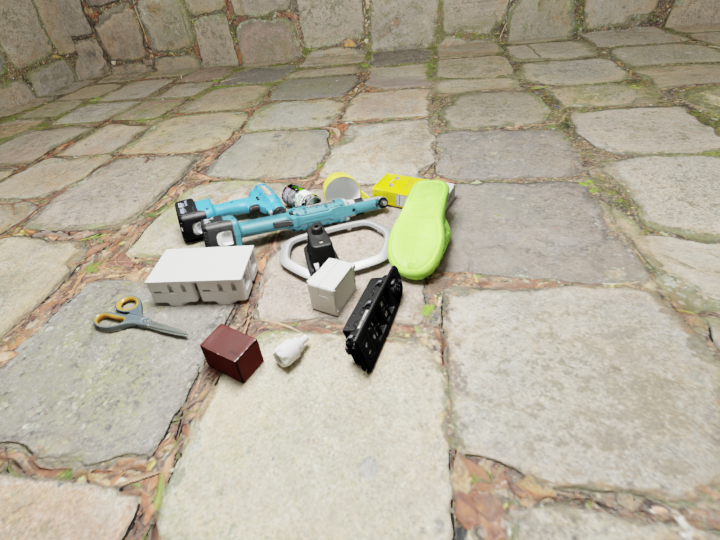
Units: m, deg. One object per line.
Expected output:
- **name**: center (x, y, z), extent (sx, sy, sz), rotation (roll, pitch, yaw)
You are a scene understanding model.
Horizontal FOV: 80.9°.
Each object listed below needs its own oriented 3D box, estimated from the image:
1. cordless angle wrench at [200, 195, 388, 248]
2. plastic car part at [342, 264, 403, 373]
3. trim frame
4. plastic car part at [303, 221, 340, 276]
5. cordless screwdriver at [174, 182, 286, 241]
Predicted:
- **cordless angle wrench**: center (-0.137, -0.116, 0.948), extent (0.415, 0.073, 0.102), rotation (-14, 18, -14)
- **plastic car part**: center (0.020, 0.071, 0.695), extent (0.070, 0.064, 0.202), rotation (-13, 30, 38)
- **trim frame**: center (-0.048, -0.048, 0.884), extent (0.246, 0.026, 0.193), rotation (-18, 39, -9)
- **plastic car part**: center (-0.081, -0.053, 0.825), extent (0.065, 0.068, 0.122), rotation (-12, 40, -10)
- **cordless screwdriver**: center (-0.307, -0.136, 1.011), extent (0.243, 0.072, 0.168), rotation (-20, 39, -21)
